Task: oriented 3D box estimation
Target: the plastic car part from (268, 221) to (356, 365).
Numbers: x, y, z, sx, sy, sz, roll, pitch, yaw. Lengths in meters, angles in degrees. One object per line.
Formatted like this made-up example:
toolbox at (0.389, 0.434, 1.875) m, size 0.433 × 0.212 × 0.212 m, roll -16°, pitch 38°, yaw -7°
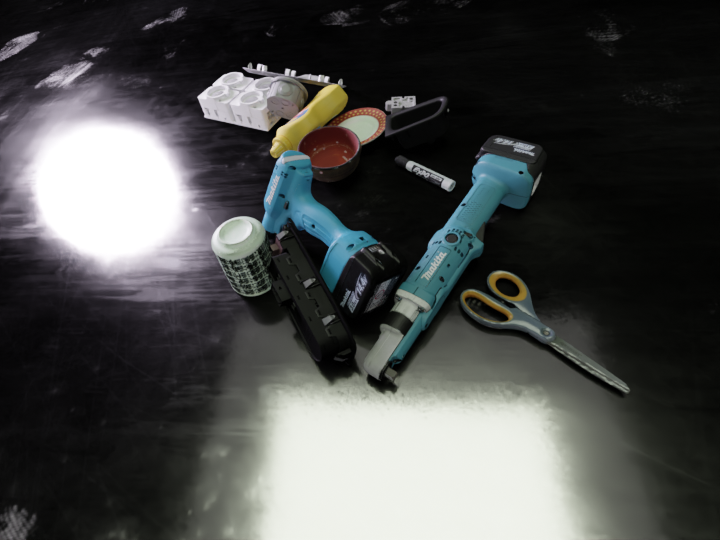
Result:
plastic car part at (-0.072, 0.034, 0.550) m, size 0.065 × 0.066 × 0.211 m, roll -19°, pitch 63°, yaw -35°

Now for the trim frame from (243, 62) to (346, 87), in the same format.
trim frame at (-0.149, -0.438, 0.950) m, size 0.260 × 0.027 × 0.179 m, roll 19°, pitch 24°, yaw 25°

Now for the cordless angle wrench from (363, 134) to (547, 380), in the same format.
cordless angle wrench at (0.129, -0.029, 0.589) m, size 0.103 × 0.071 × 0.421 m, roll 25°, pitch 63°, yaw 27°

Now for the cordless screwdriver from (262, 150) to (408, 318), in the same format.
cordless screwdriver at (-0.060, -0.039, 0.610) m, size 0.072 × 0.158 × 0.260 m, roll -17°, pitch 57°, yaw -42°

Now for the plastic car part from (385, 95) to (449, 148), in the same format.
plastic car part at (0.110, -0.260, 0.771) m, size 0.120 × 0.067 × 0.067 m, roll -11°, pitch 50°, yaw 22°
